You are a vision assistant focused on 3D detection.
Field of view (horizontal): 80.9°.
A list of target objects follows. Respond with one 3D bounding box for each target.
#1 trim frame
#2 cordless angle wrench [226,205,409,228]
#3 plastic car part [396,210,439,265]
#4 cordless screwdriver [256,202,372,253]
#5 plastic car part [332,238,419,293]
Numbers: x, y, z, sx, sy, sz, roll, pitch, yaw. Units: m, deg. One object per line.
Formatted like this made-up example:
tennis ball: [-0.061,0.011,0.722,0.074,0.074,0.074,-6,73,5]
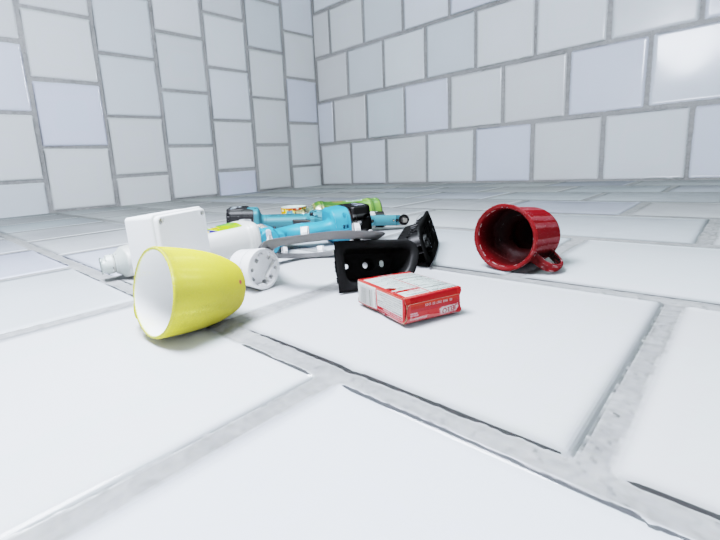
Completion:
trim frame: [-0.062,-0.041,0.636,0.180,0.028,0.252,-2,-6,-15]
cordless angle wrench: [-0.097,-0.117,0.996,0.421,0.073,0.100,-2,13,-3]
plastic car part: [0.094,-0.053,0.708,0.068,0.065,0.202,-10,12,12]
cordless screwdriver: [-0.111,-0.087,0.873,0.242,0.073,0.166,-13,16,-21]
plastic car part: [0.012,-0.008,0.570,0.113,0.066,0.073,-5,-2,-21]
